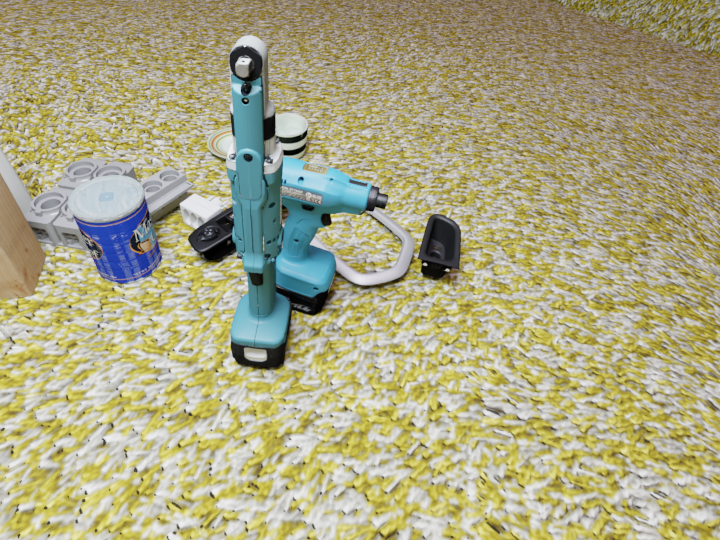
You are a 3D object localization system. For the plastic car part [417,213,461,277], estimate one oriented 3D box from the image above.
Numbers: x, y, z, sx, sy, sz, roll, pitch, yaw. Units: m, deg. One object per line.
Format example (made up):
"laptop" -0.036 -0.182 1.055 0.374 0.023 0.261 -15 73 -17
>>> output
"plastic car part" 0.132 -0.034 0.726 0.067 0.069 0.118 14 47 5

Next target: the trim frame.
"trim frame" -0.017 -0.063 0.769 0.180 0.027 0.261 -30 56 -29

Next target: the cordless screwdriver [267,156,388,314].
"cordless screwdriver" -0.058 -0.038 0.593 0.162 0.242 0.075 17 47 6

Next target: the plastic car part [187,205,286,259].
"plastic car part" -0.209 -0.082 0.743 0.069 0.065 0.199 36 53 24

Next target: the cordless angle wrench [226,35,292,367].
"cordless angle wrench" -0.113 -0.037 0.470 0.074 0.412 0.101 7 46 -4
